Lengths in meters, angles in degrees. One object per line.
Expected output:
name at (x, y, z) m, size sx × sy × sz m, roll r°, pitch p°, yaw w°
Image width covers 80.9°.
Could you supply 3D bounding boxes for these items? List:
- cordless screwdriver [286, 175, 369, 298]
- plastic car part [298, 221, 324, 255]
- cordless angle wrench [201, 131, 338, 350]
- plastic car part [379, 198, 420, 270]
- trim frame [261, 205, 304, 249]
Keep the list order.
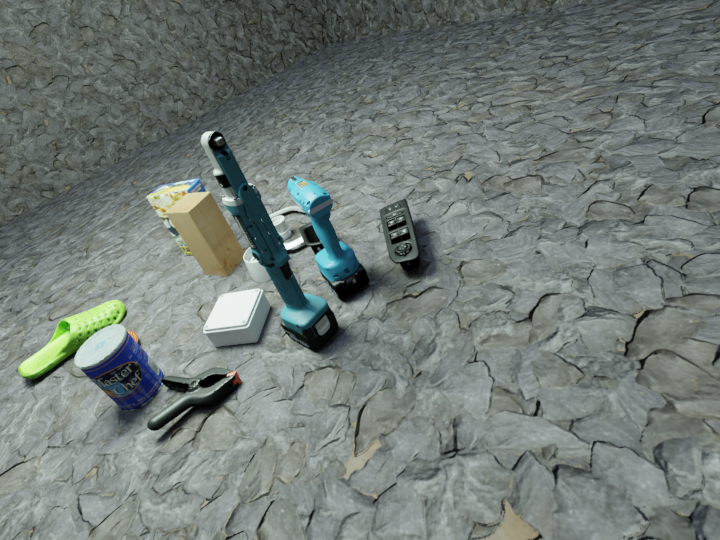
cordless screwdriver at (-0.075, -0.072, 0.848) m, size 0.074 × 0.238 × 0.168 m, roll -30°, pitch 35°, yaw -12°
plastic car part at (-0.097, -0.064, 0.996) m, size 0.066 × 0.068 × 0.122 m, roll -23°, pitch 35°, yaw 0°
cordless angle wrench at (-0.153, -0.037, 0.705) m, size 0.103 × 0.404 × 0.073 m, roll 17°, pitch 50°, yaw 44°
plastic car part at (0.087, -0.071, 0.902) m, size 0.067 × 0.064 × 0.209 m, roll -17°, pitch 36°, yaw 9°
trim frame at (-0.203, -0.118, 1.160) m, size 0.182 × 0.026 × 0.263 m, roll -43°, pitch 40°, yaw -24°
